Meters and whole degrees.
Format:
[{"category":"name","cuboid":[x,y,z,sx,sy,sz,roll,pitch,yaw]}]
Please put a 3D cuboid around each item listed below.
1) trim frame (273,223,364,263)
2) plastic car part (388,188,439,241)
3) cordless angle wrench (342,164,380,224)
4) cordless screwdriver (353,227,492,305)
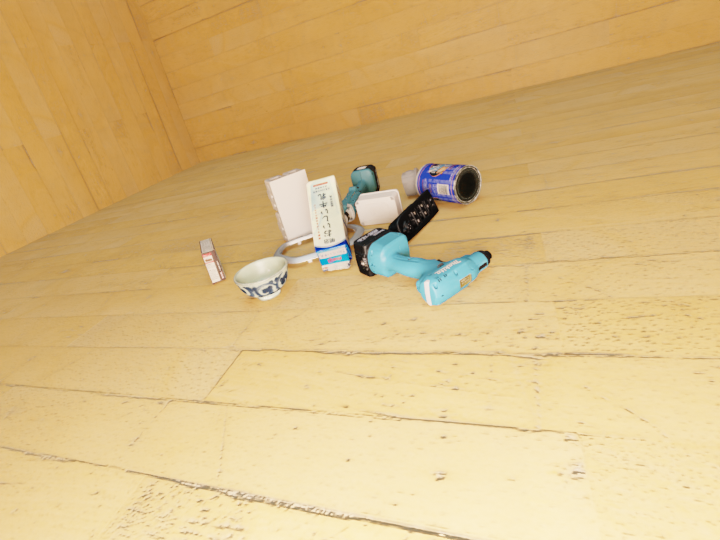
[{"category":"trim frame","cuboid":[-0.108,-0.070,1.100,0.247,0.026,0.191,-21,26,-4]},{"category":"plastic car part","cuboid":[0.124,-0.131,1.041,0.070,0.064,0.200,-11,23,35]},{"category":"cordless angle wrench","cuboid":[-0.020,-0.208,1.239,0.076,0.095,0.424,-8,26,18]},{"category":"cordless screwdriver","cuboid":[0.111,-0.023,0.819,0.156,0.072,0.263,-29,31,-26]}]
